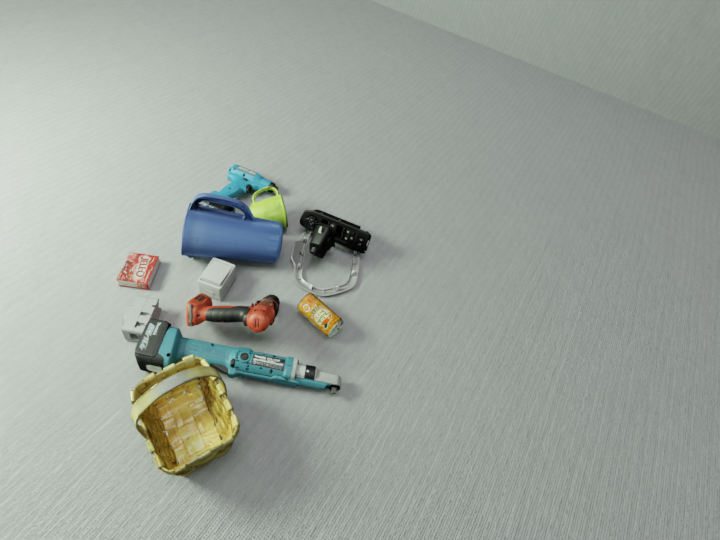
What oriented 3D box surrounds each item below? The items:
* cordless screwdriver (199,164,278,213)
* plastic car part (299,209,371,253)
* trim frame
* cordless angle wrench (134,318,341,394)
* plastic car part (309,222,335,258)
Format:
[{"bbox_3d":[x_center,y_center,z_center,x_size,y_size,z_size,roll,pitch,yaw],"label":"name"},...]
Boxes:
[{"bbox_3d":[-0.353,-0.208,1.210,0.162,0.073,0.250,21,46,7],"label":"cordless screwdriver"},{"bbox_3d":[-0.067,-0.121,1.162,0.206,0.065,0.067,21,40,8],"label":"plastic car part"},{"bbox_3d":[-0.093,-0.035,1.136,0.184,0.027,0.254,9,51,-1],"label":"trim frame"},{"bbox_3d":[-0.247,0.195,0.890,0.421,0.073,0.100,12,49,-3],"label":"cordless angle wrench"},{"bbox_3d":[-0.106,-0.070,1.088,0.067,0.114,0.071,24,73,6],"label":"plastic car part"}]
